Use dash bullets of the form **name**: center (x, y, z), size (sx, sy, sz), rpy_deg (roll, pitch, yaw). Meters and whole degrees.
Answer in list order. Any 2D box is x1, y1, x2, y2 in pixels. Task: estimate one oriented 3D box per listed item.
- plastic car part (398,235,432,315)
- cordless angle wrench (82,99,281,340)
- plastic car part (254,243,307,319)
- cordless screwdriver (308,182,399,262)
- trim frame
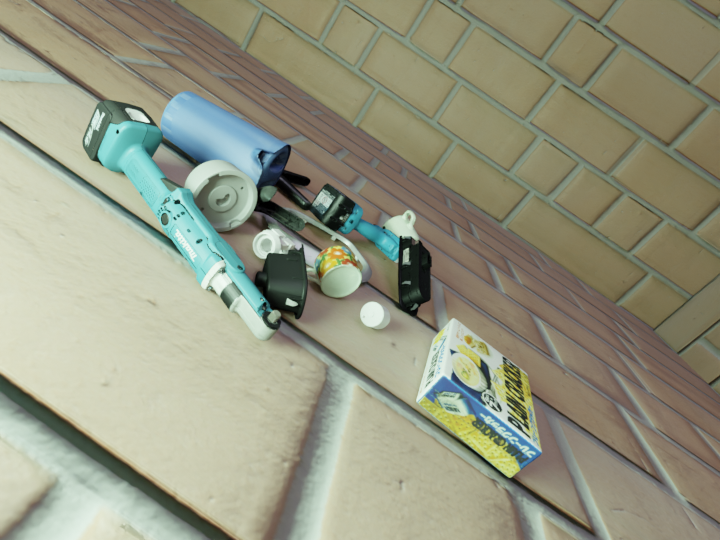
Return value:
- **plastic car part**: center (0.116, 0.005, 0.875), size (0.063, 0.069, 0.206), rpy_deg (46, 38, -32)
- **cordless angle wrench**: center (-0.245, -0.073, 0.578), size (0.439, 0.098, 0.071), rpy_deg (48, 25, 20)
- **plastic car part**: center (-0.117, 0.013, 0.615), size (0.069, 0.065, 0.121), rpy_deg (12, 32, -15)
- **cordless screwdriver**: center (-0.007, -0.111, 0.978), size (0.236, 0.074, 0.168), rpy_deg (29, 11, -35)
- **trim frame**: center (-0.082, -0.053, 0.834), size (0.242, 0.027, 0.189), rpy_deg (30, 21, -16)
